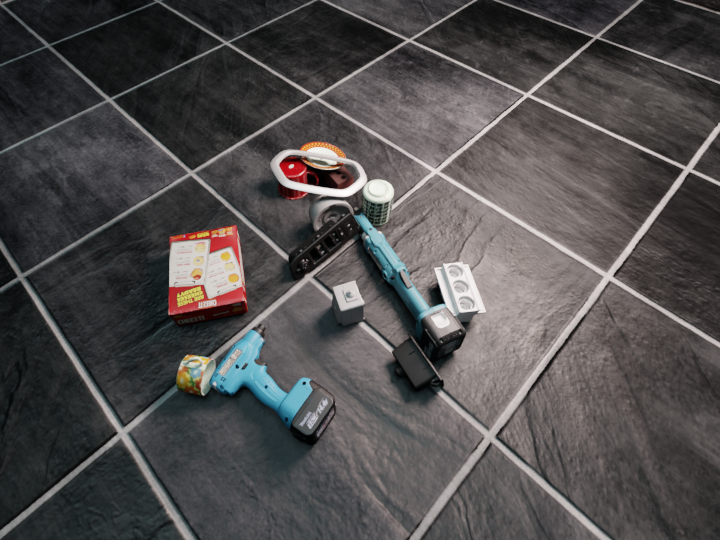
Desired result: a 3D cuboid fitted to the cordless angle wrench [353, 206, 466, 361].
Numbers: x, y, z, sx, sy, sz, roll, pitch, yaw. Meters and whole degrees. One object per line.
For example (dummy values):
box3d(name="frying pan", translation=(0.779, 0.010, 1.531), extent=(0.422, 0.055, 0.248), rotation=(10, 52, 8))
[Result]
box3d(name="cordless angle wrench", translation=(0.080, 0.003, 0.977), extent=(0.073, 0.095, 0.444), rotation=(-21, 54, -15))

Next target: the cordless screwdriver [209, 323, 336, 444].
box3d(name="cordless screwdriver", translation=(-0.161, 0.217, 0.841), extent=(0.259, 0.072, 0.159), rotation=(23, 59, 20))

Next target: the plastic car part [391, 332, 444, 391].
box3d(name="plastic car part", translation=(0.107, 0.196, 0.859), extent=(0.071, 0.063, 0.122), rotation=(-34, 58, -5))

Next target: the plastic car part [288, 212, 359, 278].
box3d(name="plastic car part", translation=(-0.100, -0.065, 1.021), extent=(0.202, 0.063, 0.071), rotation=(-44, 53, -11))

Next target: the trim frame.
box3d(name="trim frame", translation=(-0.106, -0.251, 1.074), extent=(0.248, 0.027, 0.189), rotation=(7, 47, -2))
